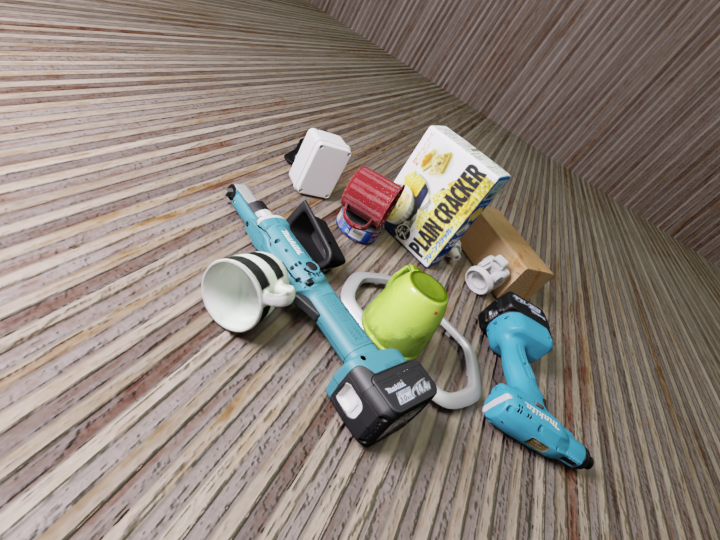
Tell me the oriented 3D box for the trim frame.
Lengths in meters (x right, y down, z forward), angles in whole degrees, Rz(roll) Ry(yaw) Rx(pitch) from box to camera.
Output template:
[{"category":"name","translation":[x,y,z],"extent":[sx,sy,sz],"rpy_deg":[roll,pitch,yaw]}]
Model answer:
[{"category":"trim frame","translation":[0.074,0.091,0.620],"extent":[0.257,0.027,0.178],"rpy_deg":[45,35,17]}]

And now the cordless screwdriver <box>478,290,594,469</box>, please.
[{"category":"cordless screwdriver","translation":[0.260,0.157,0.639],"extent":[0.157,0.075,0.251],"rpy_deg":[32,37,-8]}]

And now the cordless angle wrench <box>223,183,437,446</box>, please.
[{"category":"cordless angle wrench","translation":[-0.077,0.015,0.566],"extent":[0.093,0.074,0.444],"rpy_deg":[-6,46,-44]}]

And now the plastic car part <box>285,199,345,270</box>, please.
[{"category":"plastic car part","translation":[-0.065,-0.042,0.662],"extent":[0.067,0.066,0.122],"rpy_deg":[12,39,-52]}]

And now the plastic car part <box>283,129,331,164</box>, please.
[{"category":"plastic car part","translation":[-0.095,-0.269,0.928],"extent":[0.066,0.067,0.201],"rpy_deg":[40,36,-2]}]
